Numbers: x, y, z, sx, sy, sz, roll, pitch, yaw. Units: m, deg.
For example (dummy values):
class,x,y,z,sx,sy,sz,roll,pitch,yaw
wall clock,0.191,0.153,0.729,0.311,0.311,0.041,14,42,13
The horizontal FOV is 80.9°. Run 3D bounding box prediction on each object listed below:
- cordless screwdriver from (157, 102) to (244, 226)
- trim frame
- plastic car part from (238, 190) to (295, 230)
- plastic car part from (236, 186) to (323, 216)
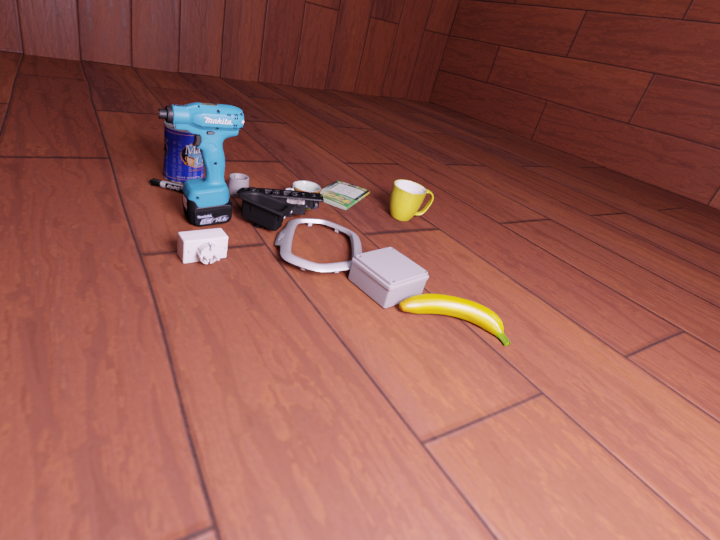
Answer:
class,x,y,z,sx,sy,sz,roll,pitch,yaw
cordless screwdriver,-0.329,-0.214,0.860,0.153,0.244,0.079,-7,35,-34
trim frame,-0.088,-0.058,0.899,0.183,0.027,0.255,9,30,-6
plastic car part,-0.212,-0.125,0.927,0.119,0.070,0.065,20,29,12
plastic car part,-0.193,-0.165,1.007,0.200,0.066,0.068,8,29,-8
